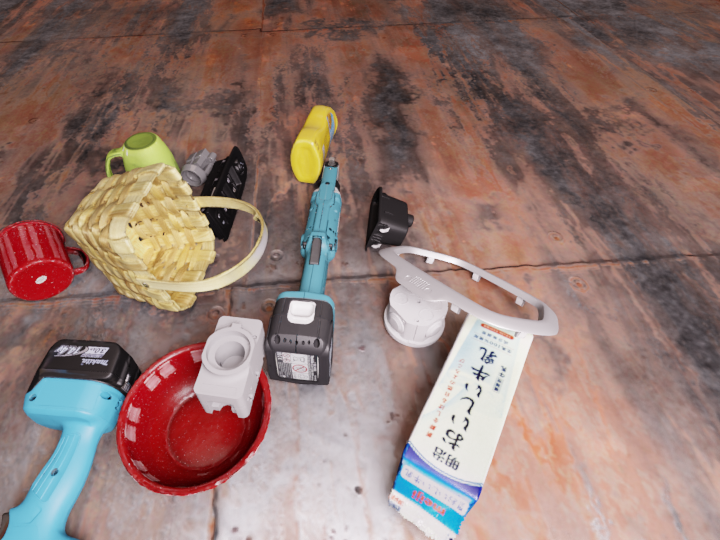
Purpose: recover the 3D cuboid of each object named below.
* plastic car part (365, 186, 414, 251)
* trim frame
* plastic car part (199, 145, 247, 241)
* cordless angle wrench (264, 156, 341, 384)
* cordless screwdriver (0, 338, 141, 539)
[{"bbox_3d":[0.051,-0.084,0.687,0.070,0.065,0.119,18,45,-6],"label":"plastic car part"},{"bbox_3d":[0.131,0.019,0.546,0.175,0.027,0.263,2,24,-37],"label":"trim frame"},{"bbox_3d":[-0.243,-0.138,0.739,0.069,0.063,0.208,-13,46,22],"label":"plastic car part"},{"bbox_3d":[-0.062,-0.041,0.633,0.075,0.095,0.434,3,44,0],"label":"cordless angle wrench"},{"bbox_3d":[-0.329,0.198,0.430,0.159,0.072,0.257,-3,52,-2],"label":"cordless screwdriver"}]
